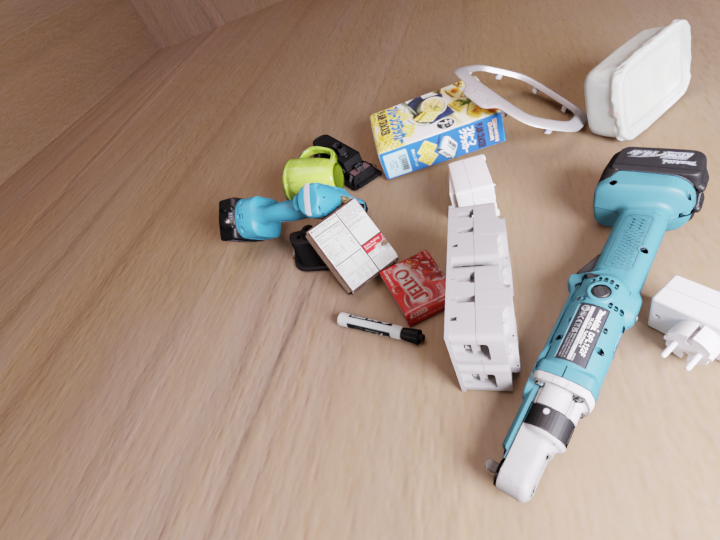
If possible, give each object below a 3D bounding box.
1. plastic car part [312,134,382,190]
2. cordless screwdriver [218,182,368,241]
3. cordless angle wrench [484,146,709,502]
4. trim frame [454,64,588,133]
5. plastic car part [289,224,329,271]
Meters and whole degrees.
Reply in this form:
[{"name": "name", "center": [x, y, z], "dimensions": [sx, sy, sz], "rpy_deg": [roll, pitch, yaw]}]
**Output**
[{"name": "plastic car part", "center": [-0.045, -0.229, 0.860], "dimensions": [0.066, 0.063, 0.214], "rpy_deg": [-41, 40, -5]}, {"name": "cordless screwdriver", "center": [-0.120, -0.098, 0.737], "dimensions": [0.259, 0.152, 0.075], "rpy_deg": [-5, 88, 35]}, {"name": "cordless angle wrench", "center": [0.245, 0.035, 0.435], "dimensions": [0.103, 0.070, 0.421], "rpy_deg": [18, 61, 39]}, {"name": "trim frame", "center": [0.265, -0.294, 0.715], "dimensions": [0.178, 0.027, 0.261], "rpy_deg": [-10, 49, -23]}, {"name": "plastic car part", "center": [-0.066, -0.043, 0.677], "dimensions": [0.120, 0.067, 0.067], "rpy_deg": [-6, 45, 19]}]
